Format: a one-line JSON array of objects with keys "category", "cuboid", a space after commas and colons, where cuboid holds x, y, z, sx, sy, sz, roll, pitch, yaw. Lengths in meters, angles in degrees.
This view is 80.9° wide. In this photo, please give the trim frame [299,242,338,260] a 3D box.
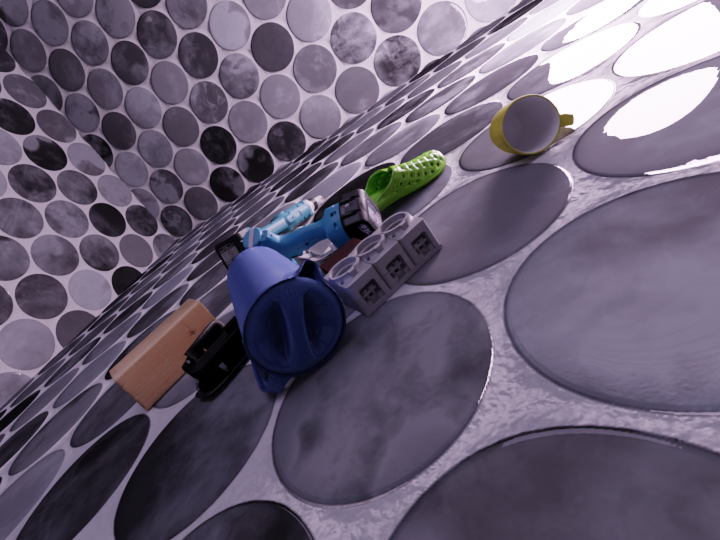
[{"category": "trim frame", "cuboid": [-0.069, -0.087, 0.958, 0.184, 0.026, 0.258, -40, 24, -5]}]

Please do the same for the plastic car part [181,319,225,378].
[{"category": "plastic car part", "cuboid": [-0.287, 0.153, 0.780, 0.071, 0.065, 0.118, -45, 14, 21]}]

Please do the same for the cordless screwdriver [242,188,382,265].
[{"category": "cordless screwdriver", "cuboid": [-0.077, -0.051, 0.792, 0.255, 0.150, 0.077, -16, 55, 20]}]

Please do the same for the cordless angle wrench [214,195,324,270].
[{"category": "cordless angle wrench", "cuboid": [-0.199, -0.123, 1.086, 0.101, 0.073, 0.417, -24, 13, 33]}]

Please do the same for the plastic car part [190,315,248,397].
[{"category": "plastic car part", "cuboid": [-0.212, 0.124, 0.718, 0.069, 0.064, 0.202, -4, 41, 44]}]
